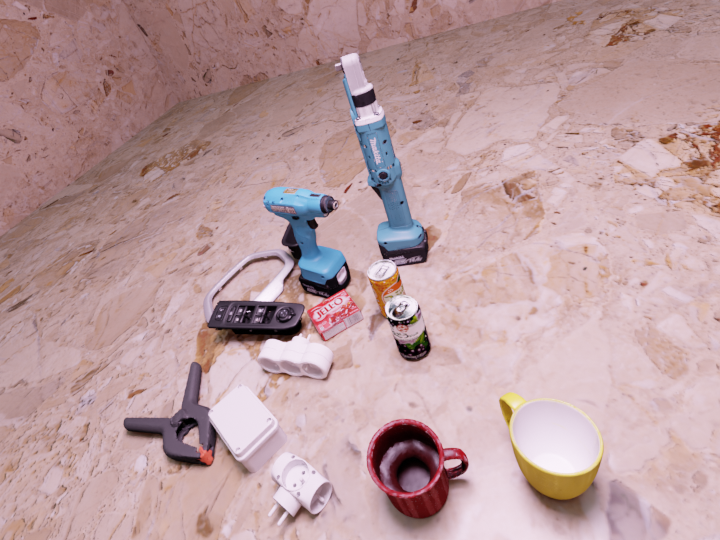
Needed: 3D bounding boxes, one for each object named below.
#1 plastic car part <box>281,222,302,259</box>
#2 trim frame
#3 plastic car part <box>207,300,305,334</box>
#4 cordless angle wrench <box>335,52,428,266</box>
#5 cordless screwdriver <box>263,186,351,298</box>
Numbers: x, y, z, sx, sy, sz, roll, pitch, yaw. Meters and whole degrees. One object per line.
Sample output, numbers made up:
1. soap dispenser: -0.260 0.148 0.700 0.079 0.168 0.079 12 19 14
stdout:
1. plastic car part: -0.144 -0.068 1.012 0.068 0.068 0.118 -8 40 19
2. trim frame: -0.261 0.035 0.984 0.194 0.026 0.246 14 51 38
3. plastic car part: -0.202 0.101 0.844 0.210 0.064 0.067 -5 40 23
4. cordless angle wrench: 0.042 -0.187 0.782 0.100 0.404 0.076 -8 38 17
5. cordless screwdriver: -0.080 -0.053 0.822 0.167 0.238 0.074 11 47 36
